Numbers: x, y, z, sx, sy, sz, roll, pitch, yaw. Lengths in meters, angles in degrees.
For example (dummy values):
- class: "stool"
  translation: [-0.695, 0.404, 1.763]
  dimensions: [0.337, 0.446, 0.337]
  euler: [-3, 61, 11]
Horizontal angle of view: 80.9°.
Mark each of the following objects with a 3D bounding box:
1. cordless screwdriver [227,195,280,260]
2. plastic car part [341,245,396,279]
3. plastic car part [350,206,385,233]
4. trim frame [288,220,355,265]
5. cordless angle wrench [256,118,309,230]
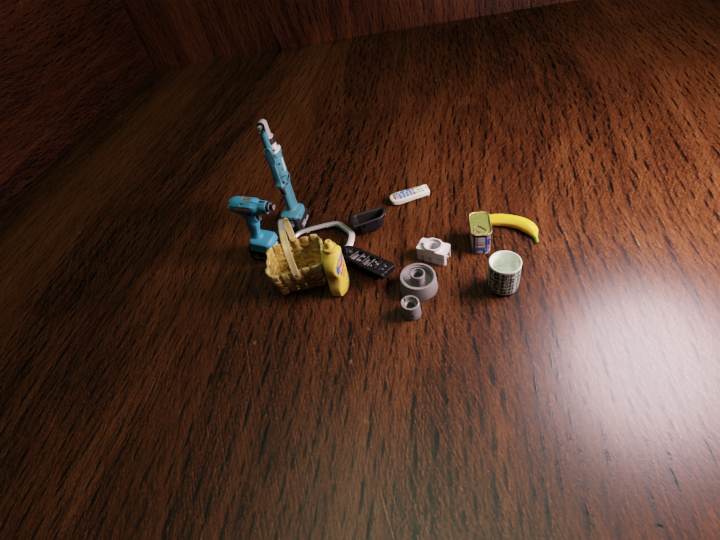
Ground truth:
- class: "cordless screwdriver"
  translation: [-0.320, -0.137, 1.379]
  dimensions: [0.165, 0.238, 0.075]
  euler: [9, 49, 22]
- class: "plastic car part"
  translation: [0.014, -0.021, 1.289]
  dimensions: [0.215, 0.064, 0.065]
  euler: [29, 60, 36]
- class: "plastic car part"
  translation: [0.032, -0.160, 1.413]
  dimensions: [0.117, 0.068, 0.069]
  euler: [-15, 45, 2]
- class: "trim frame"
  translation: [-0.140, -0.091, 1.430]
  dimensions: [0.250, 0.026, 0.191]
  euler: [-14, 45, 4]
- class: "cordless angle wrench"
  translation: [-0.265, -0.312, 1.412]
  dimensions: [0.077, 0.404, 0.099]
  euler: [3, 47, 17]
